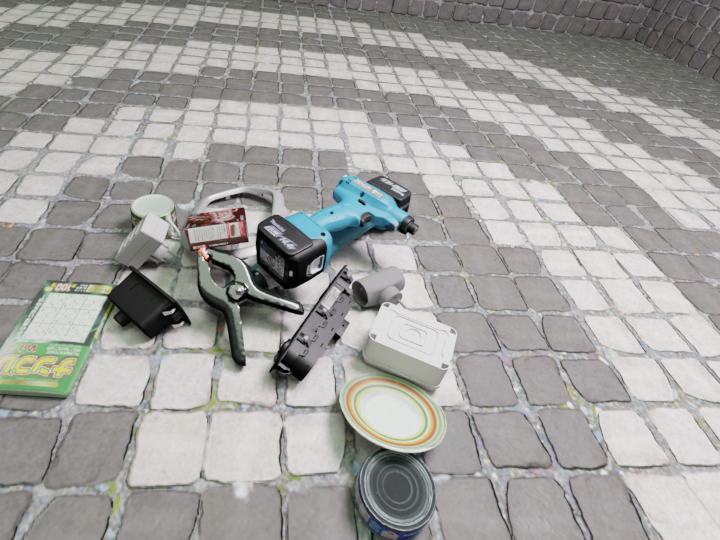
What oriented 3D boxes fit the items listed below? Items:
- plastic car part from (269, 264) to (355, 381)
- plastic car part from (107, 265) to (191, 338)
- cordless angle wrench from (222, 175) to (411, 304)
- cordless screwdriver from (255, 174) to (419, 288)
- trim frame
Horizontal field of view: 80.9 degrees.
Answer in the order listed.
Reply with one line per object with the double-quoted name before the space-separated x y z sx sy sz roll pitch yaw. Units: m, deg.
"plastic car part" -0.059 0.081 0.603 0.067 0.067 0.201 44 45 -4
"plastic car part" -0.308 0.052 0.594 0.122 0.063 0.070 27 59 23
"cordless angle wrench" -0.071 -0.047 0.729 0.103 0.072 0.414 35 51 26
"cordless screwdriver" -0.032 -0.060 0.658 0.166 0.072 0.244 34 49 23
"trim frame" -0.219 -0.091 0.760 0.184 0.027 0.257 -4 36 -1
